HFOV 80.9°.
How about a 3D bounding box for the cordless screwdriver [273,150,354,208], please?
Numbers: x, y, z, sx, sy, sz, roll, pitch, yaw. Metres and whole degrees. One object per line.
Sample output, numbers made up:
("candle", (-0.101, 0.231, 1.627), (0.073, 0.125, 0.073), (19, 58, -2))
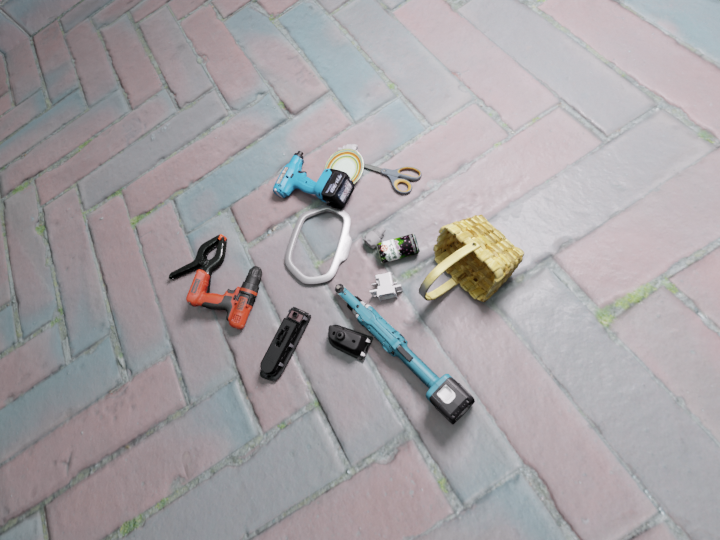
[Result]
("cordless screwdriver", (-0.136, -0.277, 1.261), (0.262, 0.070, 0.160), (17, 75, 32))

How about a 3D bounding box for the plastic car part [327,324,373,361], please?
("plastic car part", (-0.037, 0.171, 1.060), (0.121, 0.068, 0.066), (19, 74, 19))

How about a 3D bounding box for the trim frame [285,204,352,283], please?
("trim frame", (-0.118, -0.077, 1.210), (0.191, 0.026, 0.251), (9, 70, 21))

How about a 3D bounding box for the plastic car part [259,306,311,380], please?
("plastic car part", (-0.204, 0.193, 1.110), (0.068, 0.065, 0.203), (22, 79, 15))

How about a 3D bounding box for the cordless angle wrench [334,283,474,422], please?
("cordless angle wrench", (0.080, 0.174, 1.019), (0.074, 0.093, 0.445), (-45, 59, -5))
